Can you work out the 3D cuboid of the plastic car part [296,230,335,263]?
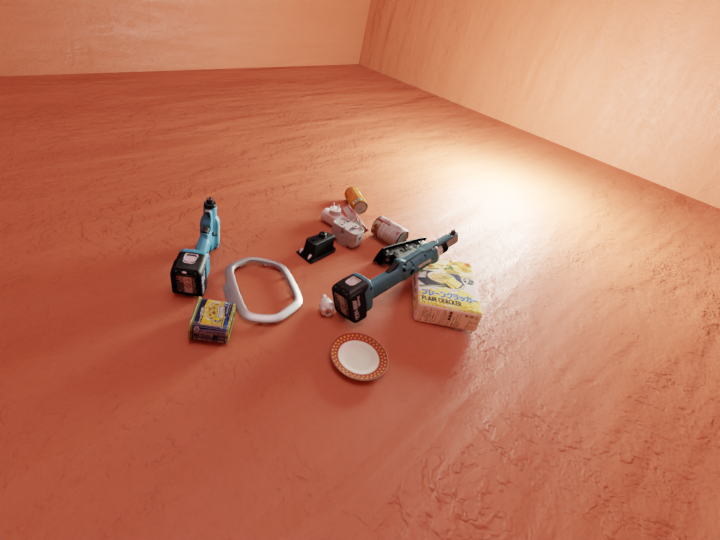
[{"bbox_3d":[-0.120,-0.079,1.228,0.069,0.069,0.113,37,46,27],"label":"plastic car part"}]

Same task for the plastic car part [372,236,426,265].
[{"bbox_3d":[0.136,-0.054,1.266,0.196,0.065,0.070,-21,57,-36],"label":"plastic car part"}]

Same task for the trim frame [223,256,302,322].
[{"bbox_3d":[-0.251,0.044,1.069,0.178,0.027,0.262,-9,42,-26],"label":"trim frame"}]

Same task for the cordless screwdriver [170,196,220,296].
[{"bbox_3d":[-0.404,-0.064,1.065,0.073,0.156,0.256,8,38,-8],"label":"cordless screwdriver"}]

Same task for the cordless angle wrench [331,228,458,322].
[{"bbox_3d":[0.114,-0.006,1.106,0.413,0.094,0.079,-29,37,-28],"label":"cordless angle wrench"}]
